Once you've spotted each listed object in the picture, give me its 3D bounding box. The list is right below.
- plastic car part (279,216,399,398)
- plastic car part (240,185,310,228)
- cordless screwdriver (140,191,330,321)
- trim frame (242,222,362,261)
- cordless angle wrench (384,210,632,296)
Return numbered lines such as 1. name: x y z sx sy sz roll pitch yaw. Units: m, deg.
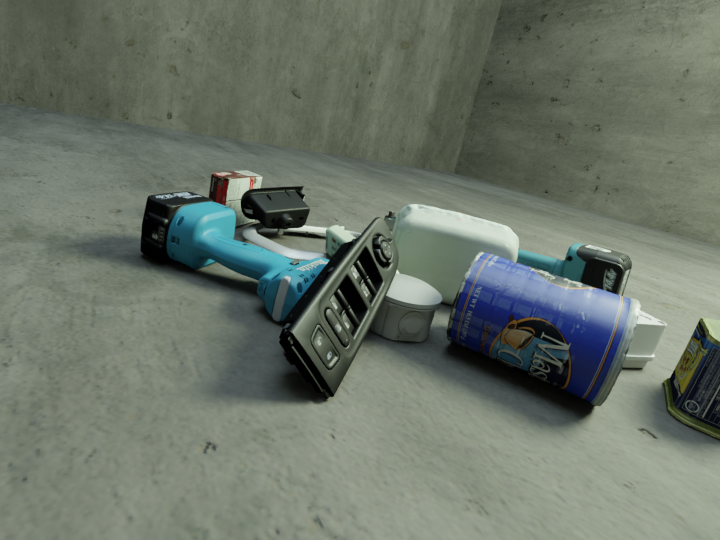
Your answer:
1. plastic car part: -0.016 0.022 0.397 0.069 0.065 0.202 -23 21 41
2. plastic car part: -0.129 -0.094 0.684 0.112 0.065 0.075 -13 44 -45
3. cordless screwdriver: -0.135 -0.026 0.519 0.259 0.073 0.154 23 20 21
4. trim frame: -0.067 -0.044 0.683 0.240 0.027 0.193 1 22 -23
5. cordless angle wrench: 0.213 -0.037 0.746 0.447 0.097 0.071 21 19 39
